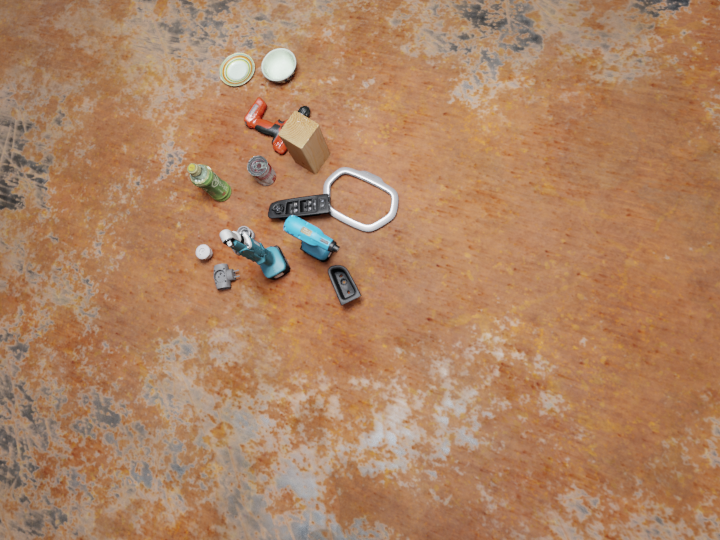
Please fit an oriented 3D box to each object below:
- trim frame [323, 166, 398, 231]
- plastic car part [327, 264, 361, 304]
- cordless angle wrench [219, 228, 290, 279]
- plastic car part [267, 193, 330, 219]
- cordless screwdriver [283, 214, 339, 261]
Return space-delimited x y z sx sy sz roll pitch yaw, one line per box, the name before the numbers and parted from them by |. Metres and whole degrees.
trim frame | -0.003 -0.227 1.328 0.255 0.027 0.184 27 84 14
plastic car part | -0.049 0.039 1.259 0.066 0.069 0.119 -26 76 2
cordless angle wrench | -0.286 -0.051 1.144 0.074 0.413 0.100 -29 80 0
plastic car part | -0.192 -0.196 1.335 0.206 0.065 0.067 -4 79 9
cordless screwdriver | -0.118 -0.077 1.206 0.163 0.243 0.074 29 85 10
